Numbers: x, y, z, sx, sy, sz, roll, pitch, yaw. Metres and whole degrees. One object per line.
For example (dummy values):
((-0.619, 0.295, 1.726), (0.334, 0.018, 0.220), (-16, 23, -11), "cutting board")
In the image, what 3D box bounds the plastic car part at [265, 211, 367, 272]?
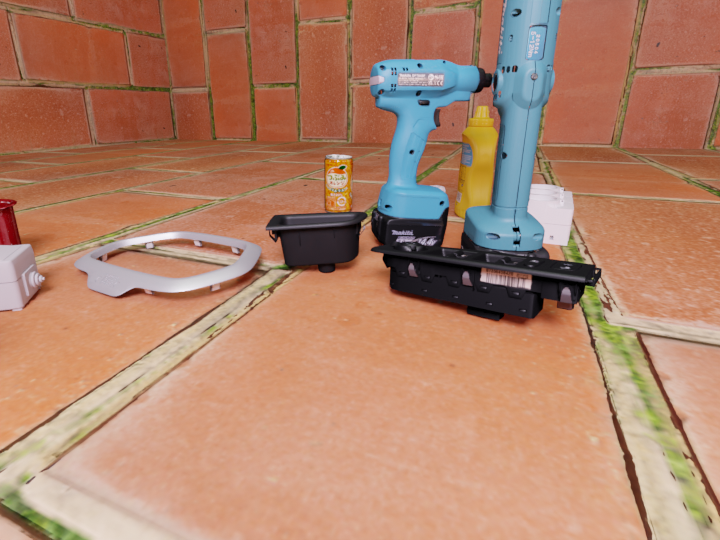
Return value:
((-0.050, -0.033, 0.510), (0.117, 0.069, 0.067), (1, 19, 2), "plastic car part")

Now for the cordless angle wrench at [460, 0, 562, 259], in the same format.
((0.164, -0.190, 0.430), (0.075, 0.415, 0.099), (1, 18, 2), "cordless angle wrench")

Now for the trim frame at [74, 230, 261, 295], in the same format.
((-0.238, -0.014, 0.527), (0.260, 0.027, 0.179), (11, 24, 28), "trim frame")

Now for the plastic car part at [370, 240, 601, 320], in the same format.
((0.106, 0.006, 0.407), (0.214, 0.066, 0.064), (15, 24, 35), "plastic car part")

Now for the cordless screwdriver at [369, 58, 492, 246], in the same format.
((0.092, -0.154, 0.578), (0.157, 0.244, 0.077), (-3, 19, -9), "cordless screwdriver")
